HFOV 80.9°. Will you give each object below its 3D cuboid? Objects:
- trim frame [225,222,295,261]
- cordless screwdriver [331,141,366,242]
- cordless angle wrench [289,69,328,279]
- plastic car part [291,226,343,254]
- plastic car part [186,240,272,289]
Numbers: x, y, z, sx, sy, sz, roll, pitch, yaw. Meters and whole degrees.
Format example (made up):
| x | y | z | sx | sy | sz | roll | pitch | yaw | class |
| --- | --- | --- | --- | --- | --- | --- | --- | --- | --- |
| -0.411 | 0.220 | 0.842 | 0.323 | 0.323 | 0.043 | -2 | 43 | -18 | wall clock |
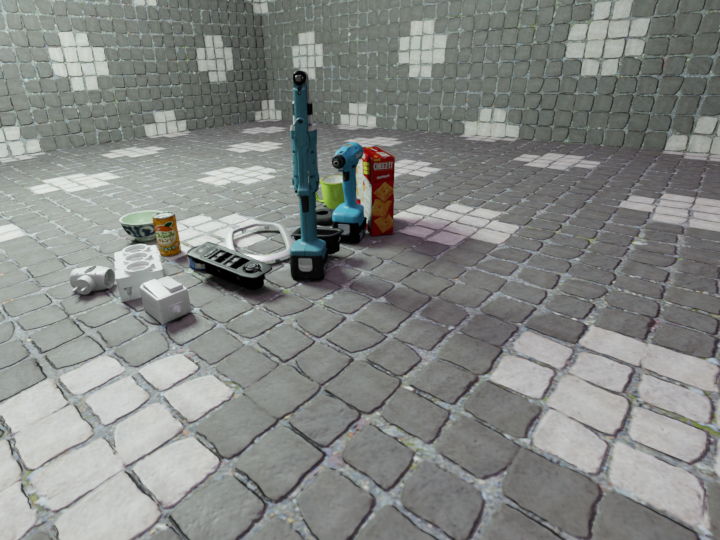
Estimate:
| x | y | z | sx | sy | sz | roll | pitch | yaw | class |
| --- | --- | --- | --- | --- | --- | --- | --- | --- | --- |
| -0.257 | -0.075 | 1.097 | 0.181 | 0.027 | 0.260 | -9 | 27 | -15 | trim frame |
| -0.035 | -0.189 | 1.068 | 0.076 | 0.243 | 0.158 | 7 | 25 | 15 | cordless screwdriver |
| -0.113 | -0.185 | 0.872 | 0.075 | 0.413 | 0.099 | 2 | 24 | 5 | cordless angle wrench |
| -0.099 | -0.065 | 1.016 | 0.120 | 0.069 | 0.065 | 7 | 26 | 18 | plastic car part |
| -0.280 | -0.005 | 0.910 | 0.213 | 0.065 | 0.065 | 14 | 29 | 29 | plastic car part |
